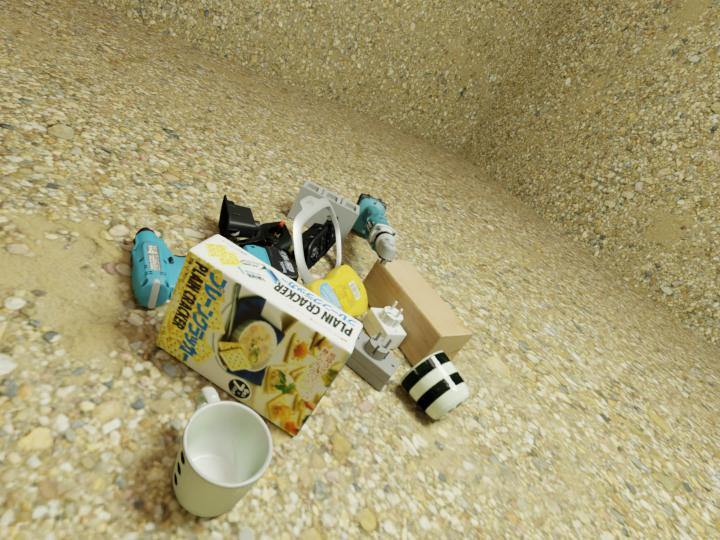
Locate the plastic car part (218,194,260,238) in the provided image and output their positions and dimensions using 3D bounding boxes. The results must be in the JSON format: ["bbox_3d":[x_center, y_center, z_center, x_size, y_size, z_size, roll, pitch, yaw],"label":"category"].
[{"bbox_3d":[-0.226,-0.090,0.795,0.068,0.065,0.123,4,24,-27],"label":"plastic car part"}]

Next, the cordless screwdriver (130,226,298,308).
[{"bbox_3d":[-0.233,-0.009,0.676,0.237,0.074,0.168,4,34,-33],"label":"cordless screwdriver"}]

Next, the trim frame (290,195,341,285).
[{"bbox_3d":[-0.080,-0.052,0.815,0.028,0.180,0.247,-6,18,18],"label":"trim frame"}]

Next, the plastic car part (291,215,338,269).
[{"bbox_3d":[-0.098,-0.065,0.911,0.068,0.065,0.203,16,25,3],"label":"plastic car part"}]

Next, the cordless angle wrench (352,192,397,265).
[{"bbox_3d":[0.034,-0.096,0.947,0.073,0.097,0.431,22,14,-11],"label":"cordless angle wrench"}]
